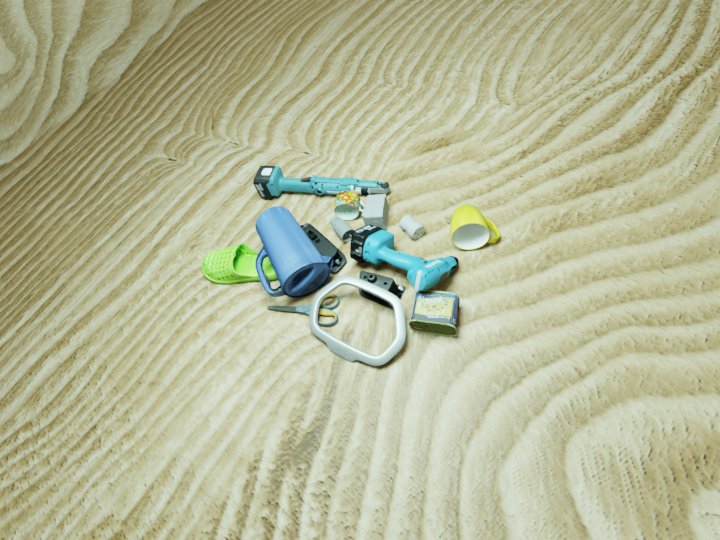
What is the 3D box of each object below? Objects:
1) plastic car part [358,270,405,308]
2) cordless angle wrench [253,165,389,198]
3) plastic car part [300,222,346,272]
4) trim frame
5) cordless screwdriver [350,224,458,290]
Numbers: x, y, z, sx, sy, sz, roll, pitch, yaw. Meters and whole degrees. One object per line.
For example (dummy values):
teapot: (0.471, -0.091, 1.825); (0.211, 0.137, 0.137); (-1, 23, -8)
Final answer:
plastic car part: (0.040, 0.035, 1.023); (0.122, 0.068, 0.066); (19, 63, 26)
cordless angle wrench: (-0.120, -0.260, 1.290); (0.437, 0.093, 0.075); (7, 58, 20)
plastic car part: (-0.114, -0.075, 1.167); (0.065, 0.064, 0.214); (-35, 54, -17)
trim frame: (-0.010, 0.115, 0.983); (0.260, 0.026, 0.184); (21, 80, 27)
cordless screwdriver: (0.104, -0.040, 1.039); (0.263, 0.072, 0.154); (28, 37, 37)
